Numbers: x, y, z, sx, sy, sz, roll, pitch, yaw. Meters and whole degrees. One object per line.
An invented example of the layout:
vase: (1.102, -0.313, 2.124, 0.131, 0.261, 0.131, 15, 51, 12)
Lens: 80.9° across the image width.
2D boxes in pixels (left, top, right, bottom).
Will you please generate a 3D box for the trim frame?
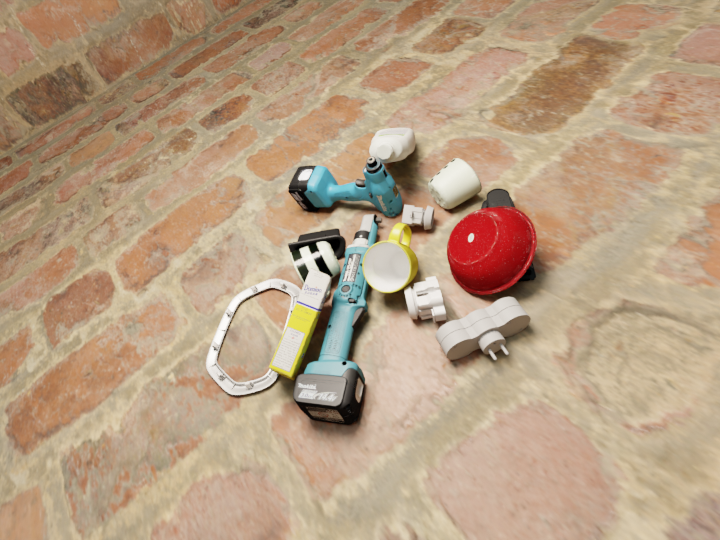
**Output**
trim frame: (-0.201, 0.116, 0.813, 0.190, 0.026, 0.252, -1, 51, 21)

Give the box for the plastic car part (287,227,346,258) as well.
plastic car part: (-0.087, -0.057, 0.893, 0.118, 0.063, 0.073, -14, 34, 7)

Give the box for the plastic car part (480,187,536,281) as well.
plastic car part: (0.256, -0.075, 0.762, 0.068, 0.063, 0.208, -14, 46, 20)

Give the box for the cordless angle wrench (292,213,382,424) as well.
cordless angle wrench: (-0.018, 0.050, 0.766, 0.101, 0.071, 0.430, -3, 49, 20)

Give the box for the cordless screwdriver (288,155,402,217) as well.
cordless screwdriver: (-0.042, -0.187, 0.912, 0.261, 0.151, 0.075, 10, 64, 30)
